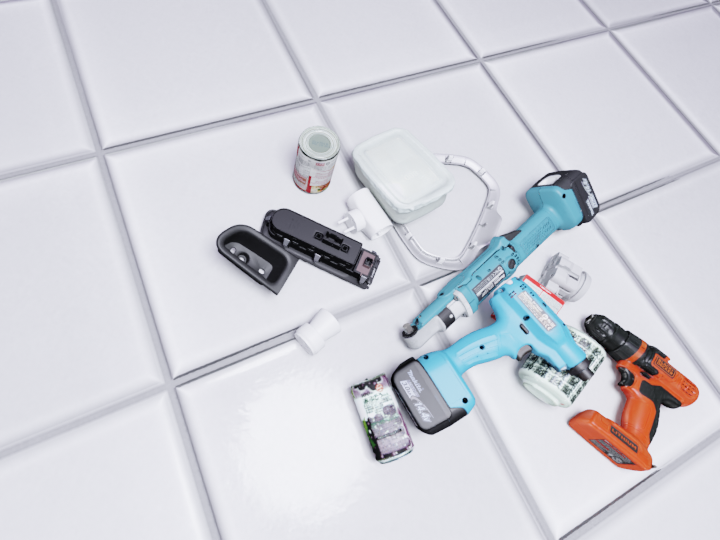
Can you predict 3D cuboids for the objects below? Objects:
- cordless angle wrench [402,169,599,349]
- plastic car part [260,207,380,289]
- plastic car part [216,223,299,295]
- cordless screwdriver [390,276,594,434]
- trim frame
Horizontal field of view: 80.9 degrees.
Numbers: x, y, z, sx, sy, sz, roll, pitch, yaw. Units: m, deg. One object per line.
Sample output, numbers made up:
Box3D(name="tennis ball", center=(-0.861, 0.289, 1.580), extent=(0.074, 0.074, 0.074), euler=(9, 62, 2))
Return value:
Box3D(name="cordless angle wrench", center=(0.225, -0.016, 0.689), extent=(0.418, 0.077, 0.095), euler=(-39, 109, -17))
Box3D(name="plastic car part", center=(-0.065, -0.043, 0.667), extent=(0.205, 0.066, 0.066), euler=(24, 72, 4))
Box3D(name="plastic car part", center=(-0.163, -0.018, 0.632), extent=(0.114, 0.072, 0.066), euler=(36, 64, -13))
Box3D(name="cordless screwdriver", center=(0.175, 0.137, 0.578), extent=(0.247, 0.072, 0.165), euler=(-35, 69, -6))
Box3D(name="trim frame", center=(0.158, -0.114, 0.751), extent=(0.185, 0.027, 0.249), euler=(30, 64, 3))
